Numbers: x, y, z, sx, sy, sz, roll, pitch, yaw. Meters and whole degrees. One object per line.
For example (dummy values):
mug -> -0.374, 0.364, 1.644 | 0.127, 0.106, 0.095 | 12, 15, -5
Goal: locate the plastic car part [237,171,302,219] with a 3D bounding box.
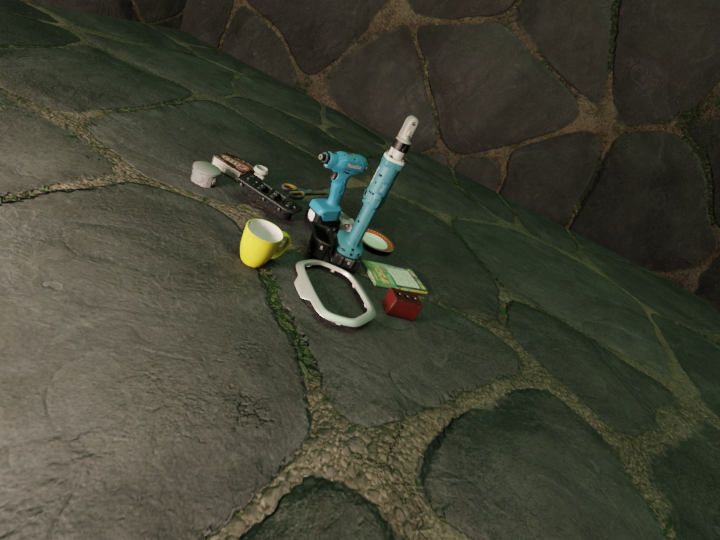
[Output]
plastic car part -> -0.268, -0.209, 1.235 | 0.207, 0.066, 0.065 | 30, 28, 9

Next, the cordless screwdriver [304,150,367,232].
cordless screwdriver -> -0.092, -0.226, 1.214 | 0.152, 0.247, 0.078 | 0, 39, -43

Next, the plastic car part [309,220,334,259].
plastic car part -> -0.110, -0.072, 1.123 | 0.064, 0.070, 0.120 | 18, 29, -17

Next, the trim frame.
trim frame -> -0.065, 0.048, 0.999 | 0.176, 0.027, 0.262 | 7, 33, -31

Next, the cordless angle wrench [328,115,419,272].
cordless angle wrench -> 0.036, -0.186, 1.061 | 0.072, 0.420, 0.101 | 19, 29, -18
